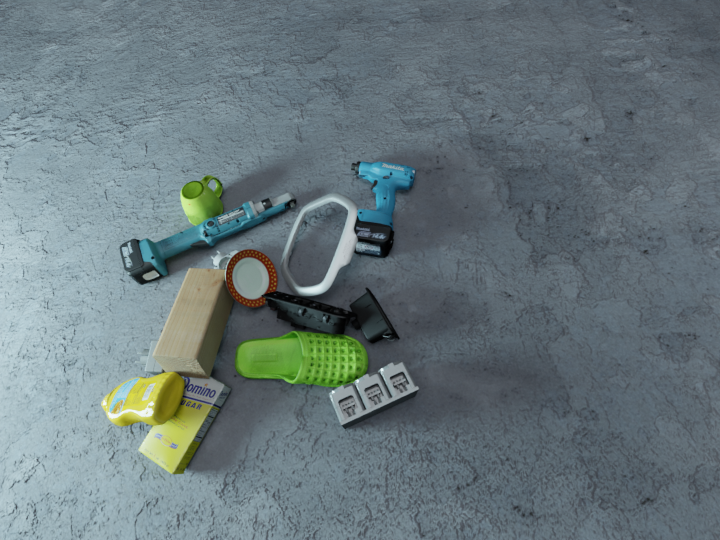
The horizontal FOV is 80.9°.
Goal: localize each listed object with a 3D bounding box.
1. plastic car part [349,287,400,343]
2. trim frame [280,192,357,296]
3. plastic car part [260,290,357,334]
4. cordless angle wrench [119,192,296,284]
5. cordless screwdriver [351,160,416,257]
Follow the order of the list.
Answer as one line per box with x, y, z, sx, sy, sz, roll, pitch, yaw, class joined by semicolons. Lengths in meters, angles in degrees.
0.019;0.102;0.873;0.071;0.063;0.122;-36;61;4;plastic car part
-0.092;-0.060;0.941;0.194;0.026;0.249;11;75;38;trim frame
-0.110;0.090;0.879;0.211;0.064;0.067;8;88;22;plastic car part
-0.353;-0.096;1.015;0.419;0.072;0.102;-25;64;-8;cordless angle wrench
0.027;-0.158;0.994;0.163;0.072;0.251;12;62;13;cordless screwdriver
